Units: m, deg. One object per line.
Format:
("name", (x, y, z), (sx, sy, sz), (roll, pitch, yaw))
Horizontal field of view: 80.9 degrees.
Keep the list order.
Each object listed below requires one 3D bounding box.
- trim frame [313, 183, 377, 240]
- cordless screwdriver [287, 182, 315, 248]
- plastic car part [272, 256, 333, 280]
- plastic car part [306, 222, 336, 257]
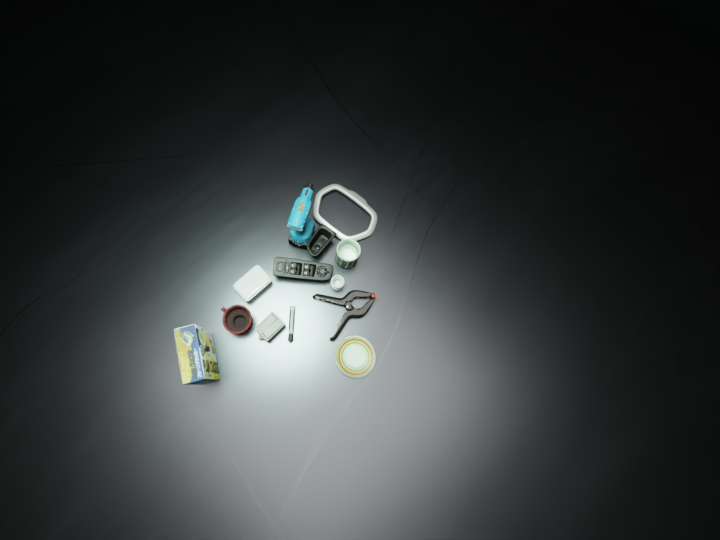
("trim frame", (-0.057, -0.210, 1.531), (0.254, 0.027, 0.183), (37, 75, 10))
("cordless screwdriver", (-0.190, -0.175, 1.404), (0.075, 0.246, 0.160), (17, 73, -1))
("plastic car part", (-0.195, 0.002, 1.440), (0.203, 0.066, 0.067), (5, 73, 0))
("plastic car part", (-0.144, -0.094, 1.470), (0.067, 0.070, 0.116), (34, 75, 7))
